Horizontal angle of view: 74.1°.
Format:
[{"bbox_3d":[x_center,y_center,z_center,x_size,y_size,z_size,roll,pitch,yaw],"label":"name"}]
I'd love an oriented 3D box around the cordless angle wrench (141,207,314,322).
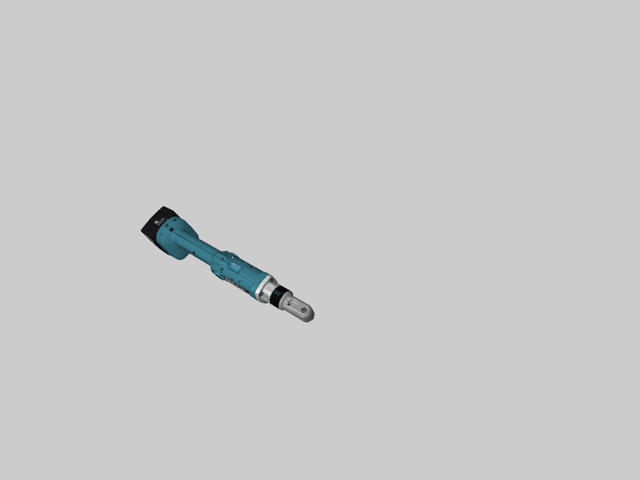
[{"bbox_3d":[-0.186,0.053,0.846,0.423,0.074,0.098,26,-22,27],"label":"cordless angle wrench"}]
